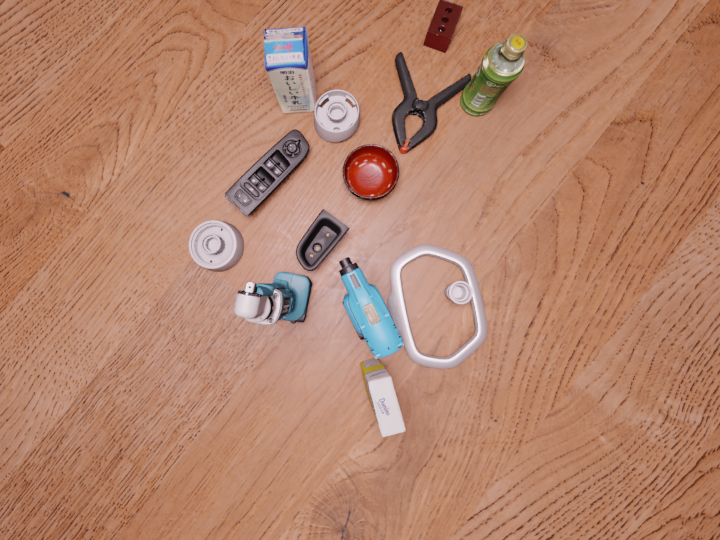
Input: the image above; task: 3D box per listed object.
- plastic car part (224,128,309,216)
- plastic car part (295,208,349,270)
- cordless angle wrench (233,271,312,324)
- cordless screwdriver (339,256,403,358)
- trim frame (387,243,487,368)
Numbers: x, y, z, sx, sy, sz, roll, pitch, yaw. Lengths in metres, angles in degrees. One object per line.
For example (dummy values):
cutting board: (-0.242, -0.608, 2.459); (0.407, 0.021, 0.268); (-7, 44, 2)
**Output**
plastic car part: (-0.183, -0.201, 0.874); (0.067, 0.066, 0.203); (43, 88, 3)
plastic car part: (-0.083, -0.054, 0.851); (0.067, 0.070, 0.116); (37, 88, 3)
cordless angle wrench: (-0.134, 0.048, 0.669); (0.074, 0.420, 0.098); (11, 87, -1)
cordless screwdriver: (0.006, 0.057, 0.746); (0.074, 0.247, 0.160); (-26, 87, -2)
trim frame: (0.149, 0.070, 0.845); (0.185, 0.027, 0.250); (-12, 84, 2)
